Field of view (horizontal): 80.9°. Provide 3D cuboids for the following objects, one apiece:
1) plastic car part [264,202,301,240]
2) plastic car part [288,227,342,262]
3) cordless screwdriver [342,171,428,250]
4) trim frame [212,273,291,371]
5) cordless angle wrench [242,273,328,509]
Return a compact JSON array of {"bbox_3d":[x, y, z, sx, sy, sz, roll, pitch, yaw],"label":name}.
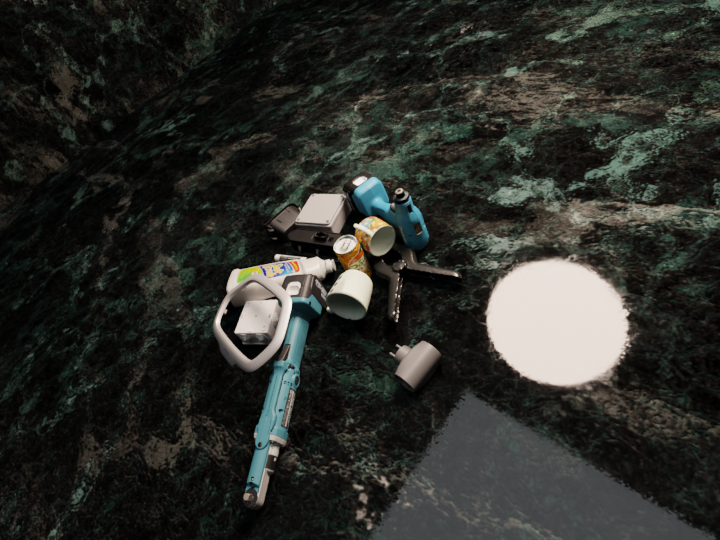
[{"bbox_3d":[-0.188,-0.124,1.126,0.074,0.063,0.115,35,68,27],"label":"plastic car part"},{"bbox_3d":[-0.100,-0.066,1.025,0.213,0.063,0.067,8,62,35],"label":"plastic car part"},{"bbox_3d":[0.050,-0.158,0.961,0.074,0.151,0.263,-37,43,-9],"label":"cordless screwdriver"},{"bbox_3d":[-0.225,0.101,0.861,0.263,0.026,0.184,26,79,46],"label":"trim frame"},{"bbox_3d":[-0.143,0.204,0.793,0.077,0.093,0.431,-6,53,21],"label":"cordless angle wrench"}]
